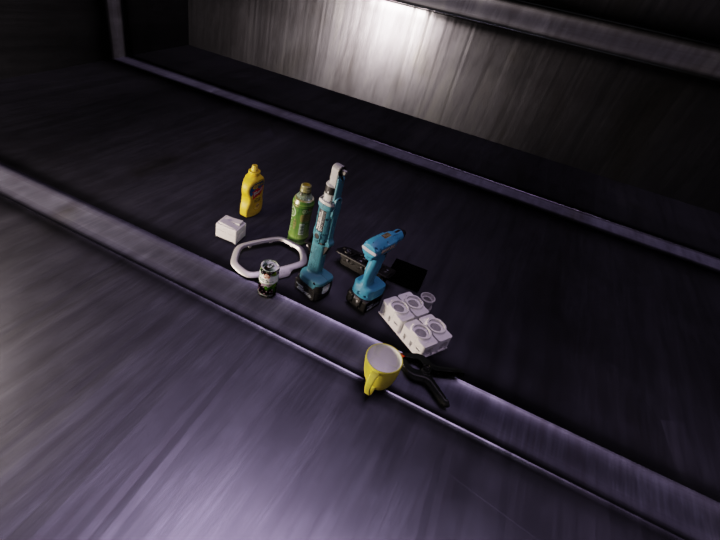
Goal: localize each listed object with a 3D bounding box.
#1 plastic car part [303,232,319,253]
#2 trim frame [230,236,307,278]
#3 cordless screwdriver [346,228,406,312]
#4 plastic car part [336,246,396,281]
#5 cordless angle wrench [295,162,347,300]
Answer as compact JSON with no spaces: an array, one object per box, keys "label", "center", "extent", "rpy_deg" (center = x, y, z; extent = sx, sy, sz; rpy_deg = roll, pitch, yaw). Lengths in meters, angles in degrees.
[{"label":"plastic car part","center":[-0.138,-0.090,1.408],"extent":[0.068,0.069,0.116],"rpy_deg":[23,39,12]},{"label":"trim frame","center":[-0.289,-0.041,1.341],"extent":[0.240,0.027,0.194],"rpy_deg":[-14,45,-29]},{"label":"cordless screwdriver","center":[0.050,-0.006,1.209],"extent":[0.078,0.244,0.154],"rpy_deg":[37,42,25]},{"label":"plastic car part","center":[0.010,-0.016,1.357],"extent":[0.212,0.066,0.065],"rpy_deg":[32,41,24]},{"label":"cordless angle wrench","center":[-0.099,-0.100,1.149],"extent":[0.103,0.415,0.072],"rpy_deg":[37,42,26]}]
